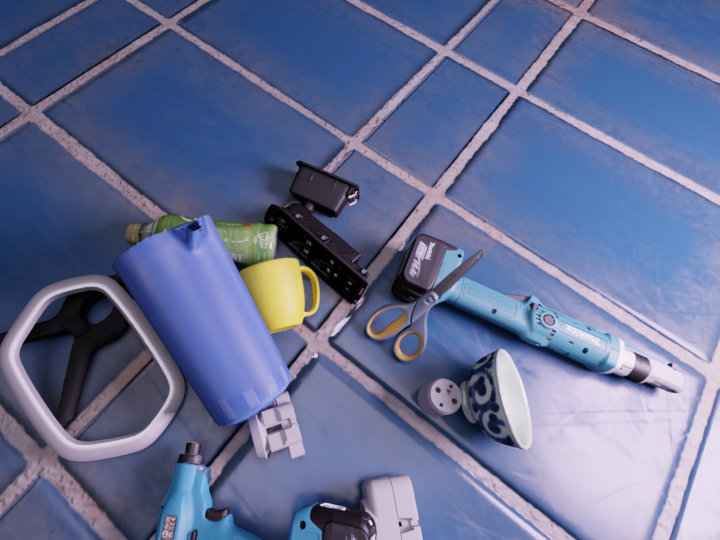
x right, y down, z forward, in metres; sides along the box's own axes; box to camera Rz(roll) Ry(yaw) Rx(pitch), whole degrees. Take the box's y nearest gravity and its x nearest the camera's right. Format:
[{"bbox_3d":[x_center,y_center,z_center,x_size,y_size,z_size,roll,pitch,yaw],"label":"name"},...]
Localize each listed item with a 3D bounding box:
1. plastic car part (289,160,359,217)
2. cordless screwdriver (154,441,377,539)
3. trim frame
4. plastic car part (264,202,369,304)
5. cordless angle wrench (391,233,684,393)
[{"bbox_3d":[-0.067,-0.126,0.702,0.119,0.064,0.071,23,79,10],"label":"plastic car part"},{"bbox_3d":[-0.110,0.282,0.466,0.254,0.071,0.163,-3,64,13],"label":"cordless screwdriver"},{"bbox_3d":[-0.342,0.121,0.551,0.181,0.027,0.252,-37,83,-24],"label":"trim frame"},{"bbox_3d":[-0.064,-0.042,0.656,0.208,0.065,0.066,37,57,13],"label":"plastic car part"},{"bbox_3d":[0.258,0.076,0.617,0.428,0.073,0.098,24,65,5],"label":"cordless angle wrench"}]
